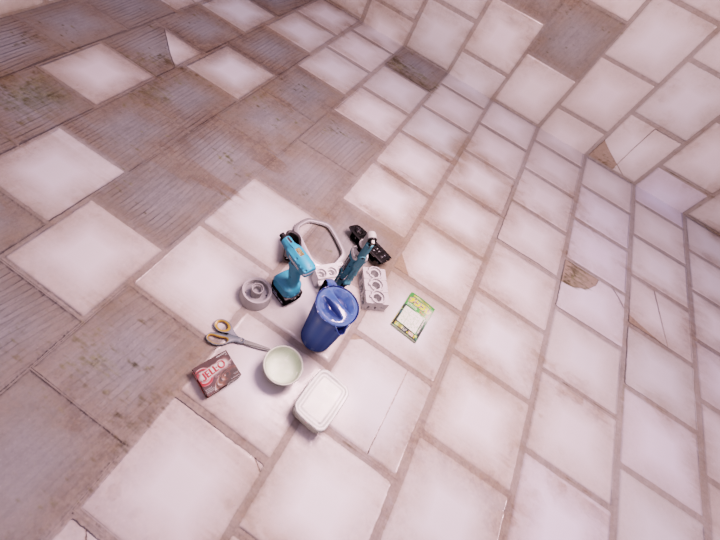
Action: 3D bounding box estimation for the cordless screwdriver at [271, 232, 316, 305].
[{"bbox_3d":[-0.234,-0.002,1.372,0.072,0.248,0.164,-25,70,-35],"label":"cordless screwdriver"}]

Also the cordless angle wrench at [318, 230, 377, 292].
[{"bbox_3d":[-0.040,0.007,1.323,0.072,0.421,0.101,8,56,-20],"label":"cordless angle wrench"}]

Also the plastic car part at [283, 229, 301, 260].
[{"bbox_3d":[-0.251,-0.079,1.534,0.064,0.070,0.120,8,54,-17],"label":"plastic car part"}]

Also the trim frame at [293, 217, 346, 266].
[{"bbox_3d":[-0.158,-0.103,1.612,0.178,0.027,0.258,-15,62,-28],"label":"trim frame"}]

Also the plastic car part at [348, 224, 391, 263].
[{"bbox_3d":[0.027,-0.098,1.649,0.064,0.067,0.210,-27,68,-34],"label":"plastic car part"}]
